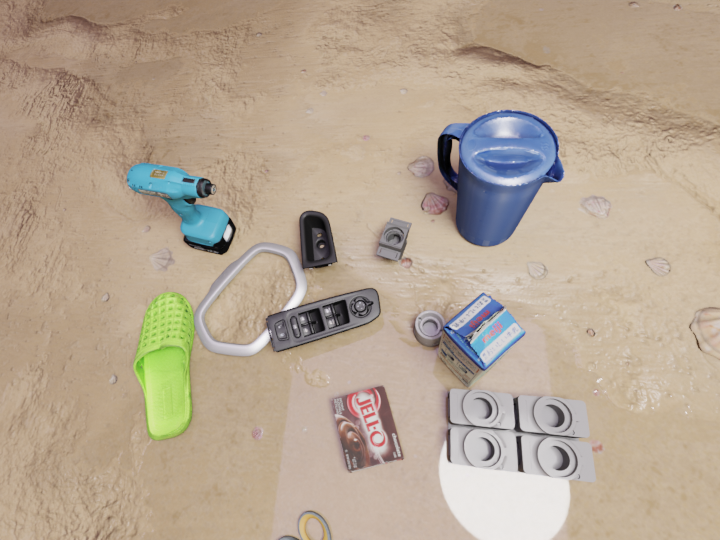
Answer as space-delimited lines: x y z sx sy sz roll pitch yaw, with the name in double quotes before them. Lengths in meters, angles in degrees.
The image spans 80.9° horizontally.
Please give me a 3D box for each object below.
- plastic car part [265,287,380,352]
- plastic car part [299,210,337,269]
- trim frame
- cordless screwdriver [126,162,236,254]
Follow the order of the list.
"plastic car part" -0.060 0.089 0.751 0.204 0.064 0.069 -19 65 3
"plastic car part" -0.080 -0.052 0.818 0.066 0.068 0.120 -11 65 5
"trim frame" -0.213 0.052 0.822 0.192 0.026 0.248 32 76 23
"cordless screwdriver" -0.303 -0.110 0.796 0.164 0.239 0.075 12 70 14
